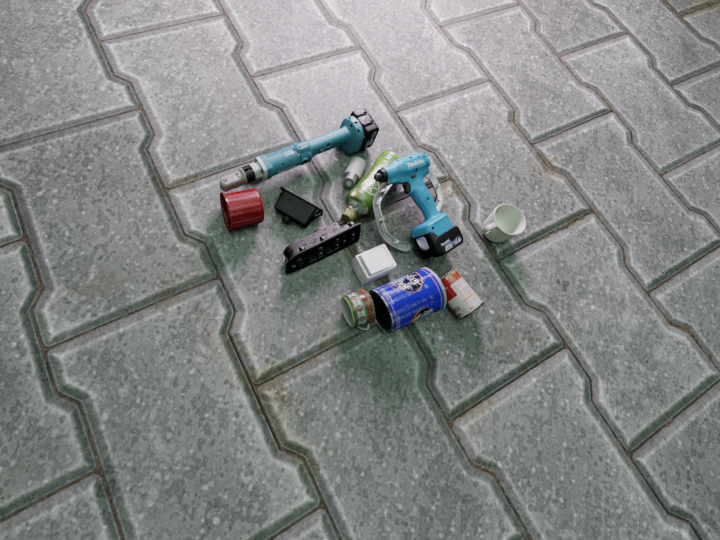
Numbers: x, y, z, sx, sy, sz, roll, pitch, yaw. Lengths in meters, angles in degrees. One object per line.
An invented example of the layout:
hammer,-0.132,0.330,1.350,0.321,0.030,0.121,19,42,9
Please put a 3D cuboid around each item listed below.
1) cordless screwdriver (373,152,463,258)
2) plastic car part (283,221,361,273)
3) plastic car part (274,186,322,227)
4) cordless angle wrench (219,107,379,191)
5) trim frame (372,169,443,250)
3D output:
cordless screwdriver,0.133,-0.148,0.999,0.155,0.076,0.248,-23,91,-30
plastic car part,-0.096,-0.063,0.978,0.199,0.065,0.070,-32,69,-21
plastic car part,-0.155,-0.141,1.007,0.118,0.065,0.071,27,80,4
cordless angle wrench,-0.149,-0.285,1.036,0.415,0.097,0.076,-28,76,-21
trim frame,0.125,-0.163,1.050,0.178,0.028,0.247,47,62,-17
